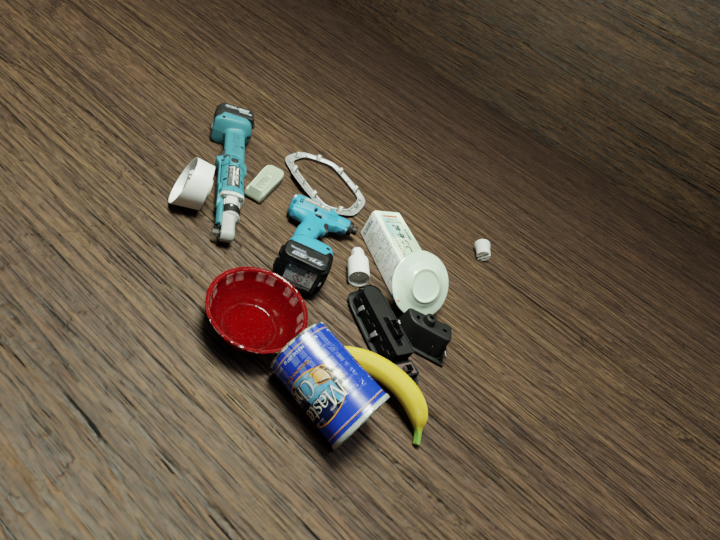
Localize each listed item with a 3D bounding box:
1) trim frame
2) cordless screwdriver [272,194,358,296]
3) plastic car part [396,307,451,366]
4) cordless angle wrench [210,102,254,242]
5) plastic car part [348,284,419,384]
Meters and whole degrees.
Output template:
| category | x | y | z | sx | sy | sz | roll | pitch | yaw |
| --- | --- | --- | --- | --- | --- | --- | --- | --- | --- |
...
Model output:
| category | x | y | z | sx | sy | sz | roll | pitch | yaw |
| --- | --- | --- | --- | --- | --- | --- | --- | --- | --- |
| trim frame | -0.088 | -0.225 | 1.064 | 0.177 | 0.027 | 0.260 | -11 | 54 | -38 |
| cordless screwdriver | -0.082 | -0.054 | 0.840 | 0.156 | 0.074 | 0.255 | 21 | 35 | -12 |
| plastic car part | 0.119 | 0.111 | 0.779 | 0.115 | 0.071 | 0.066 | 30 | 36 | -5 |
| cordless angle wrench | -0.278 | -0.216 | 0.905 | 0.094 | 0.074 | 0.440 | 10 | 44 | -24 |
| plastic car part | 0.039 | 0.104 | 0.749 | 0.064 | 0.066 | 0.213 | -8 | 48 | -29 |
